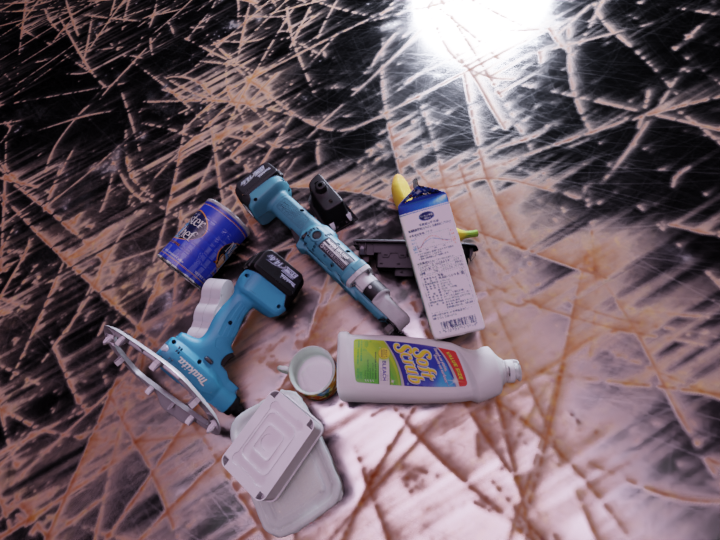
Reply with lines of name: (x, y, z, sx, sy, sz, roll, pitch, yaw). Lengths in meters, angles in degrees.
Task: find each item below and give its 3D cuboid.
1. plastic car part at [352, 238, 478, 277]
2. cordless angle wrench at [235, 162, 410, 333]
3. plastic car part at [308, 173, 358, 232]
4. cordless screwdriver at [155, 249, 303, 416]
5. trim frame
plastic car part: (0.091, -0.022, 0.702, 0.207, 0.064, 0.068, -2, 71, 13)
cordless angle wrench: (-0.072, -0.047, 0.737, 0.097, 0.071, 0.446, -41, 57, -11)
plastic car part: (-0.066, -0.136, 0.800, 0.065, 0.068, 0.122, -31, 62, -7)
cordless screwdriver: (-0.186, 0.096, 0.685, 0.156, 0.076, 0.247, 44, 66, -12)
trim frame: (-0.303, 0.167, 0.632, 0.259, 0.178, 0.027, 22, 49, 23)
